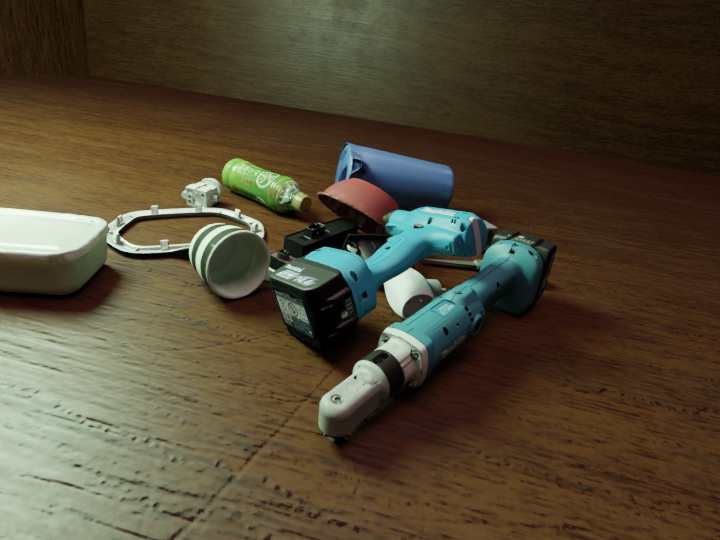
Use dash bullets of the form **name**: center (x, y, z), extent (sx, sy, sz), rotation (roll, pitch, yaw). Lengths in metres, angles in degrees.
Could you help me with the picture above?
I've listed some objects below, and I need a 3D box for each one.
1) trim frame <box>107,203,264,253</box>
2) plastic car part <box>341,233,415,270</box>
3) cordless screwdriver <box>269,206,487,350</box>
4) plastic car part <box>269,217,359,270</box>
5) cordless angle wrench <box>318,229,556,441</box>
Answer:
- **trim frame**: center (-0.275, -0.069, 0.674), extent (0.239, 0.027, 0.195), rotation (-6, 30, -31)
- **plastic car part**: center (0.034, -0.009, 0.611), extent (0.112, 0.065, 0.074), rotation (0, 41, -26)
- **cordless screwdriver**: center (0.010, -0.014, 0.506), extent (0.243, 0.072, 0.168), rotation (-29, 27, -26)
- **plastic car part**: center (-0.063, -0.041, 0.642), extent (0.070, 0.066, 0.196), rotation (16, 23, 32)
- **cordless angle wrench**: center (0.105, 0.051, 0.468), extent (0.078, 0.096, 0.409), rotation (23, 33, 34)
